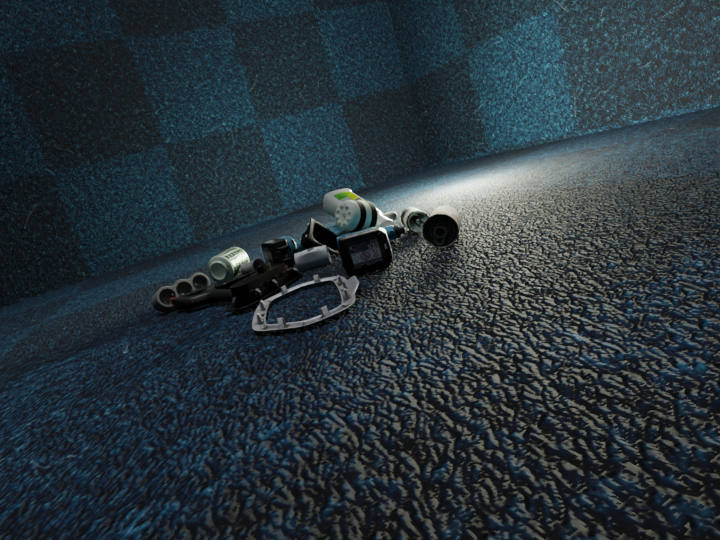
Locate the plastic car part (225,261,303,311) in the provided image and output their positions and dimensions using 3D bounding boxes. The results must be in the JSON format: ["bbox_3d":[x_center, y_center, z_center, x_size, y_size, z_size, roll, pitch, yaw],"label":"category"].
[{"bbox_3d":[-0.196,0.025,0.856,0.069,0.065,0.200,-3,21,26],"label":"plastic car part"}]

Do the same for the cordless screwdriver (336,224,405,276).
[{"bbox_3d":[0.029,-0.058,0.891,0.160,0.073,0.250,-16,9,2],"label":"cordless screwdriver"}]

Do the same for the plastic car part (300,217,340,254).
[{"bbox_3d":[-0.103,-0.068,1.057,0.073,0.110,0.067,-24,46,38],"label":"plastic car part"}]

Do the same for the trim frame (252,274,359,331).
[{"bbox_3d":[-0.092,0.047,0.709,0.184,0.027,0.253,-16,12,-3],"label":"trim frame"}]

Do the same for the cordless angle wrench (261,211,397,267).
[{"bbox_3d":[-0.065,-0.101,1.178,0.411,0.073,0.102,-21,13,-27],"label":"cordless angle wrench"}]
